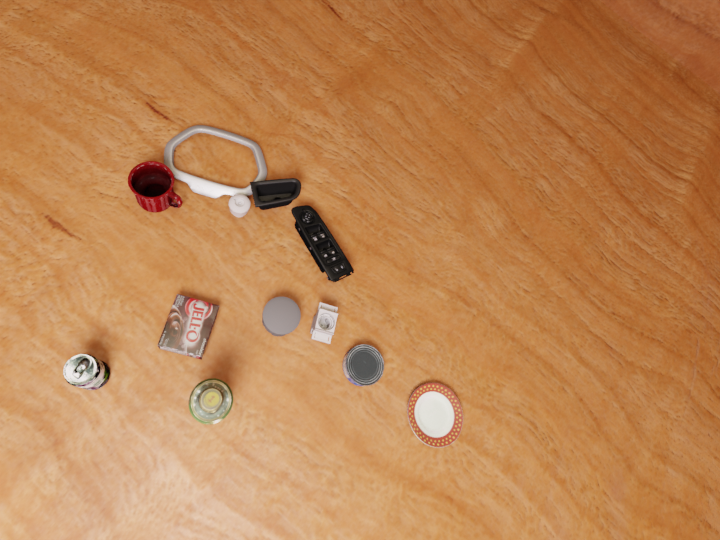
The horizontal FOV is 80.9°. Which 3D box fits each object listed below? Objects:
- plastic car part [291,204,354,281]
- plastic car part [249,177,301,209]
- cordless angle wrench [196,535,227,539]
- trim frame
[{"bbox_3d":[-0.096,-0.063,0.979,0.065,0.067,0.207,-25,76,-24],"label":"plastic car part"},{"bbox_3d":[-0.200,-0.174,0.997,0.113,0.071,0.067,-10,73,-19],"label":"plastic car part"},{"bbox_3d":[-0.195,0.451,0.544,0.073,0.424,0.099,17,67,-13],"label":"cordless angle wrench"},{"bbox_3d":[-0.347,-0.262,1.020,0.245,0.027,0.187,16,65,-8],"label":"trim frame"}]
